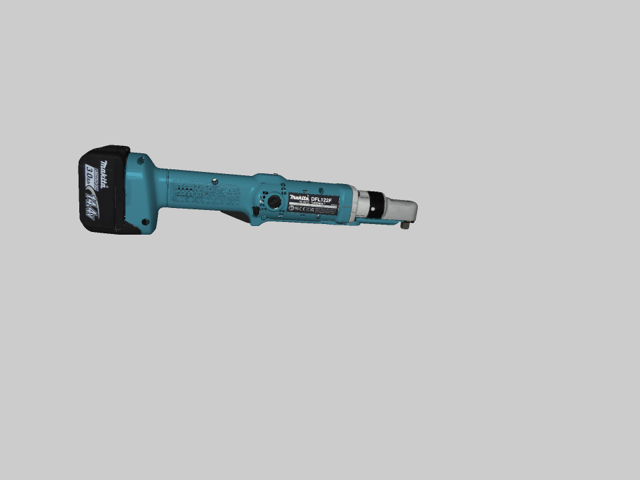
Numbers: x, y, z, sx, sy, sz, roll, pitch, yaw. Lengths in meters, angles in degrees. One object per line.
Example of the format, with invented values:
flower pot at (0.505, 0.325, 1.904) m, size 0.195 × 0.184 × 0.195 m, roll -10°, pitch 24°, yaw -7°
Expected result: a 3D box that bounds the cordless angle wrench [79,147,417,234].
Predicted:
cordless angle wrench at (-0.065, -0.052, 0.544) m, size 0.423 × 0.098 × 0.074 m, roll 3°, pitch 15°, yaw -17°
